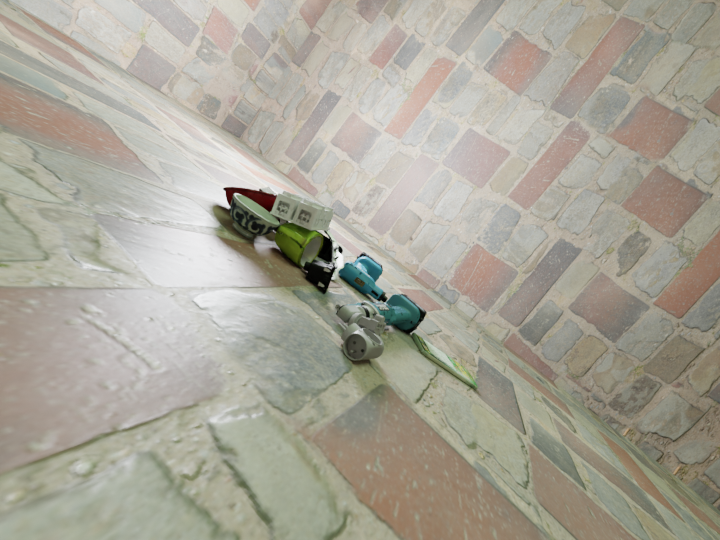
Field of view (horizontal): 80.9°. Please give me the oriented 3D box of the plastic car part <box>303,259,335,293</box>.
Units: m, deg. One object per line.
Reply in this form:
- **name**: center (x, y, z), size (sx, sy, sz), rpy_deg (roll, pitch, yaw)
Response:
- **plastic car part**: center (-0.098, 0.001, 0.983), size (0.070, 0.066, 0.118), rpy_deg (21, 7, -8)

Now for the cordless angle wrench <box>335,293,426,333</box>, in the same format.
- **cordless angle wrench**: center (0.051, 0.101, 0.985), size (0.102, 0.074, 0.404), rpy_deg (40, 11, 22)

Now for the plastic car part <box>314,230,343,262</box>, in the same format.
- **plastic car part**: center (-0.138, -0.080, 1.268), size (0.192, 0.066, 0.070), rpy_deg (28, -14, -37)

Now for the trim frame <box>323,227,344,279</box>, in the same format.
- **trim frame**: center (-0.114, -0.075, 1.165), size (0.177, 0.028, 0.256), rpy_deg (41, 23, -24)

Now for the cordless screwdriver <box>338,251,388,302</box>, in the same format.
- **cordless screwdriver**: center (0.026, 0.022, 1.309), size (0.161, 0.074, 0.246), rpy_deg (37, 12, 4)
